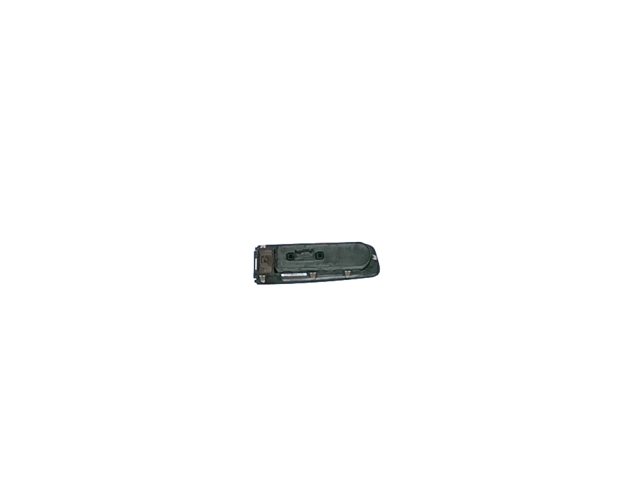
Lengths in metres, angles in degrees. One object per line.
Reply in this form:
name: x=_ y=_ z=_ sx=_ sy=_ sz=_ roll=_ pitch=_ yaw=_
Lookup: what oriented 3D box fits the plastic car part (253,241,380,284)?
plastic car part: x=-0.005 y=0.027 z=0.670 sx=0.203 sy=0.066 sz=0.067 roll=-1 pitch=-26 yaw=-3
